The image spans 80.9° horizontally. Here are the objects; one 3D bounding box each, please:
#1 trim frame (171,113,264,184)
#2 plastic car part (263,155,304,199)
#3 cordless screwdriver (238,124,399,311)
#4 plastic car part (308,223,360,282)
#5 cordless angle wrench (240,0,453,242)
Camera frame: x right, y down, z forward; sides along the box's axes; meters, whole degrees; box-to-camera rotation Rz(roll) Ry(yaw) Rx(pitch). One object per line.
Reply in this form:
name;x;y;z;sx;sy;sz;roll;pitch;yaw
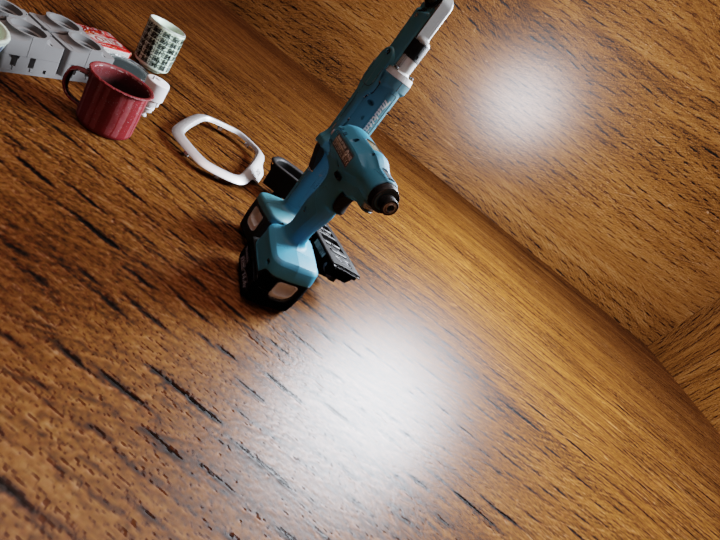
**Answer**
trim frame;-0.269;-0.239;0.831;0.179;0.028;0.254;32;25;-16
plastic car part;-0.140;-0.165;0.829;0.113;0.071;0.067;33;25;-15
cordless screwdriver;-0.055;-0.046;0.516;0.070;0.250;0.167;23;29;-35
plastic car part;-0.071;-0.046;0.722;0.063;0.067;0.213;21;30;-37
cordless angle wrench;-0.023;-0.186;0.593;0.093;0.425;0.078;14;36;-47
